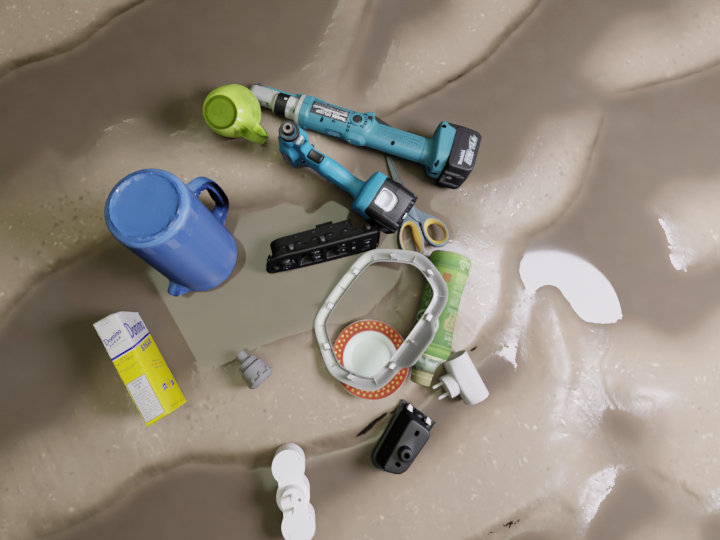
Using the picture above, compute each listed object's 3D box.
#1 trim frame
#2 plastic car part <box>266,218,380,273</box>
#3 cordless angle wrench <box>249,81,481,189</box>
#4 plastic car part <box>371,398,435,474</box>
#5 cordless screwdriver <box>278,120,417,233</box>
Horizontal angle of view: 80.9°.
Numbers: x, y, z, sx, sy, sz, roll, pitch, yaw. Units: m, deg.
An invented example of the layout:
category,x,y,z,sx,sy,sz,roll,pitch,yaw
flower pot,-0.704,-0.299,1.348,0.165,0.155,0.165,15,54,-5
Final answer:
category,x,y,z,sx,sy,sz,roll,pitch,yaw
trim frame,0.030,0.074,0.695,0.192,0.026,0.248,37,88,24
plastic car part,-0.071,-0.047,0.730,0.202,0.065,0.069,-19,74,-5
cordless angle wrench,-0.006,-0.259,0.763,0.427,0.073,0.099,19,72,5
plastic car part,0.070,0.279,0.675,0.066,0.070,0.116,34,78,2
cordless screwdriver,-0.029,-0.158,0.698,0.250,0.158,0.074,34,89,2
